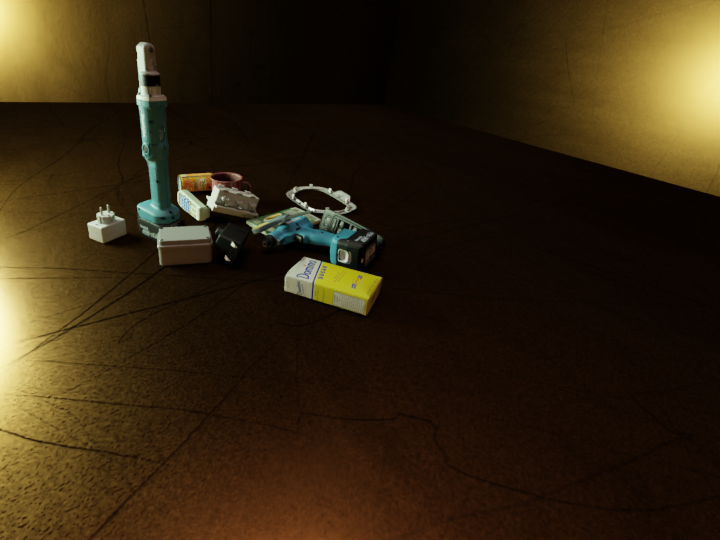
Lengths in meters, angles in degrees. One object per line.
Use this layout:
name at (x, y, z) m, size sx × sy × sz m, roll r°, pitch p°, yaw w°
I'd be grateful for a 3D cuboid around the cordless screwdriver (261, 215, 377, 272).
cordless screwdriver at (-0.096, -0.063, 0.984) m, size 0.261 × 0.072 × 0.155 m, roll 17°, pitch 30°, yaw 28°

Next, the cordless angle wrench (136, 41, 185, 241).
cordless angle wrench at (-0.454, -0.271, 0.934) m, size 0.102 × 0.414 × 0.072 m, roll 21°, pitch 29°, yaw 24°

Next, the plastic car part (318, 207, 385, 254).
plastic car part at (-0.015, -0.090, 1.067) m, size 0.215 × 0.066 × 0.063 m, roll 31°, pitch 10°, yaw 40°

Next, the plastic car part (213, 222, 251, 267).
plastic car part at (-0.292, -0.070, 0.945) m, size 0.069 × 0.066 × 0.120 m, roll 27°, pitch 23°, yaw -15°

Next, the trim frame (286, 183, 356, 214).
trim frame at (-0.123, -0.226, 1.324) m, size 0.177 × 0.027 × 0.263 m, roll -13°, pitch 32°, yaw -32°
